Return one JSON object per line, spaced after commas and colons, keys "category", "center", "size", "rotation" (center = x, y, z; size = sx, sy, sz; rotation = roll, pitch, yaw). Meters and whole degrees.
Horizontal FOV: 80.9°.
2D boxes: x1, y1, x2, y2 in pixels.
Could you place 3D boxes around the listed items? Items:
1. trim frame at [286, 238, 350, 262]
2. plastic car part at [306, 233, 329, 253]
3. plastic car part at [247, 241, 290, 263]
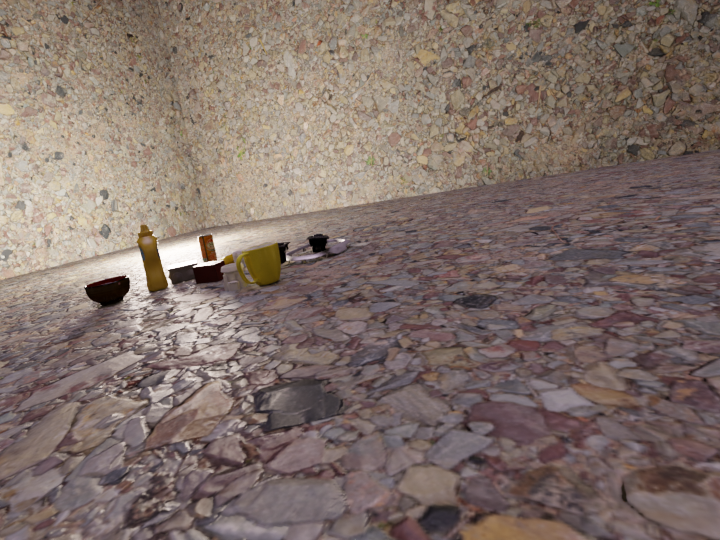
{"category": "trim frame", "center": [-0.135, -0.062, 1.306], "size": [0.192, 0.027, 0.241], "rotation": [-3, 14, 32]}
{"category": "plastic car part", "center": [-0.128, -0.084, 1.308], "size": [0.066, 0.066, 0.206], "rotation": [-11, 12, -3]}
{"category": "plastic car part", "center": [-0.260, -0.041, 1.219], "size": [0.118, 0.070, 0.066], "rotation": [-8, 10, 10]}
